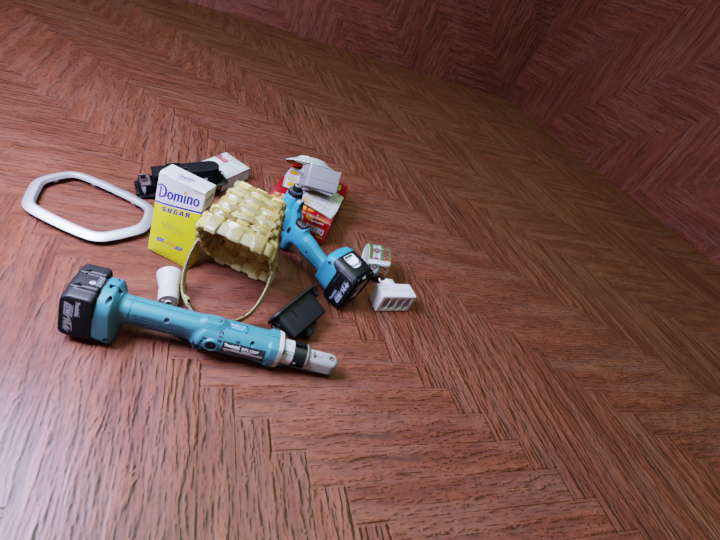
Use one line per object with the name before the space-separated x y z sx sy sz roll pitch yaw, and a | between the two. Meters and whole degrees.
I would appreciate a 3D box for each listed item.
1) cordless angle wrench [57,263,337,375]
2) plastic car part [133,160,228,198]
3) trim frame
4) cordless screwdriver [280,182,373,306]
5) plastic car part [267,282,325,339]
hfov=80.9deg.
cordless angle wrench | -0.232 0.099 0.662 0.413 0.097 0.077 17 34 -13
plastic car part | -0.405 -0.215 0.960 0.196 0.066 0.070 -10 42 -27
trim frame | -0.534 -0.130 0.840 0.250 0.027 0.185 22 38 2
cordless screwdriver | -0.085 -0.056 0.870 0.258 0.158 0.072 42 39 20
plastic car part | -0.109 0.086 0.769 0.071 0.066 0.115 44 42 2
